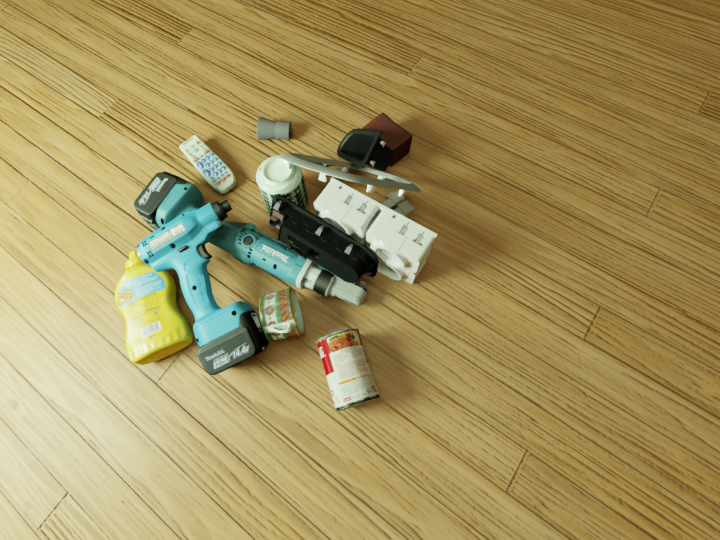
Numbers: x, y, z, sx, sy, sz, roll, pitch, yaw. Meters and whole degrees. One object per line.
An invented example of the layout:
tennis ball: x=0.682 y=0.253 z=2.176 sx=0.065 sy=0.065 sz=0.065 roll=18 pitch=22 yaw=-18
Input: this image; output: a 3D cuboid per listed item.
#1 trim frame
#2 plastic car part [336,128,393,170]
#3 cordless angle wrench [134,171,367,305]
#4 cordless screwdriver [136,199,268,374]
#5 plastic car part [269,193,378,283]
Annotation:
trim frame: x=-0.014 y=-0.153 z=0.674 sx=0.195 sy=0.237 sz=0.027 roll=31 pitch=115 yaw=39
plastic car part: x=0.016 y=-0.209 z=0.750 sx=0.066 sy=0.067 sz=0.122 roll=-62 pitch=31 yaw=7
cordless angle wrench: x=-0.186 y=-0.043 z=0.719 sx=0.434 sy=0.072 sz=0.098 roll=25 pitch=71 yaw=13
cordless screwdriver: x=-0.222 y=0.021 z=0.655 sx=0.159 sy=0.073 sz=0.252 roll=-32 pitch=82 yaw=-1
plastic car part: x=-0.065 y=-0.043 z=0.668 sx=0.206 sy=0.065 sz=0.067 roll=28 pitch=45 yaw=8
